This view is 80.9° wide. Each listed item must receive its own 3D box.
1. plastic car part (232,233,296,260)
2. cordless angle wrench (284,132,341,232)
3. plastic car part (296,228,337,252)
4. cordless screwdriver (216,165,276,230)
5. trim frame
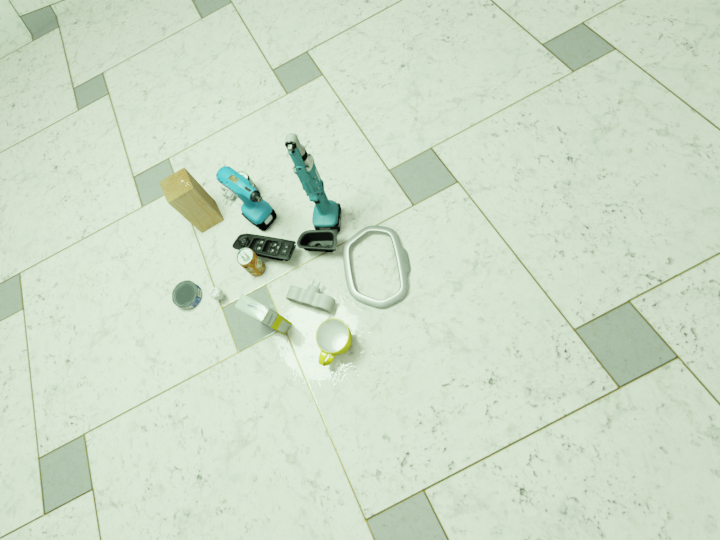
[{"bbox_3d":[-0.289,-0.068,1.279,0.210,0.064,0.067,12,71,18],"label":"plastic car part"},{"bbox_3d":[-0.125,-0.222,1.115,0.076,0.407,0.100,0,69,9],"label":"cordless angle wrench"},{"bbox_3d":[-0.121,-0.079,1.241,0.119,0.068,0.067,0,68,13],"label":"plastic car part"},{"bbox_3d":[-0.314,-0.198,1.244,0.166,0.239,0.074,36,78,21],"label":"cordless screwdriver"},{"bbox_3d":[0.045,-0.015,1.196,0.186,0.026,0.256,-13,65,8],"label":"trim frame"}]
